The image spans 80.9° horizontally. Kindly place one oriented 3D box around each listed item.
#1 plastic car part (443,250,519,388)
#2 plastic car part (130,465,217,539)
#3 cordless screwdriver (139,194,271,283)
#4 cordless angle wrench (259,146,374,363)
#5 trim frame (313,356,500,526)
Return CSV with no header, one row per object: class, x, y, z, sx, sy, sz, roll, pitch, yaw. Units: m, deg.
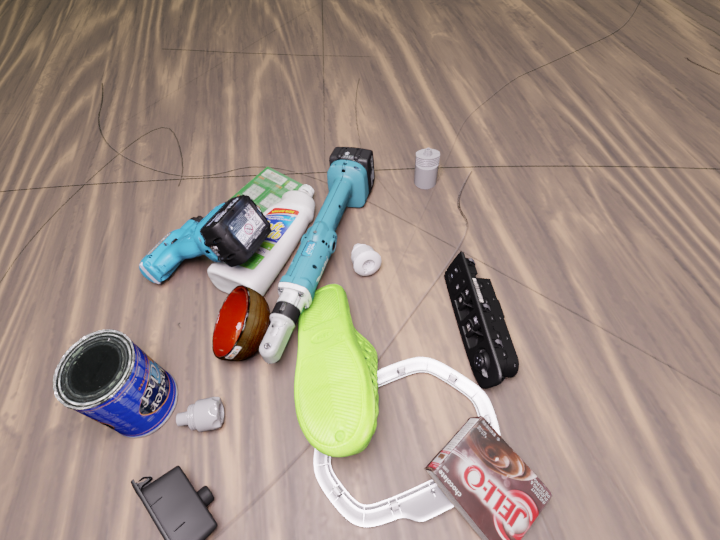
plastic car part,0.176,0.073,0.614,0.065,0.066,0.209,12,50,-18
plastic car part,-0.219,0.292,0.519,0.122,0.064,0.069,35,51,24
cordless screwdriver,-0.256,-0.063,0.713,0.259,0.071,0.160,-12,36,37
cordless angle wrench,-0.068,-0.044,0.694,0.077,0.094,0.427,9,53,15
trim frame,0.057,0.214,0.548,0.246,0.026,0.193,-21,55,-9
